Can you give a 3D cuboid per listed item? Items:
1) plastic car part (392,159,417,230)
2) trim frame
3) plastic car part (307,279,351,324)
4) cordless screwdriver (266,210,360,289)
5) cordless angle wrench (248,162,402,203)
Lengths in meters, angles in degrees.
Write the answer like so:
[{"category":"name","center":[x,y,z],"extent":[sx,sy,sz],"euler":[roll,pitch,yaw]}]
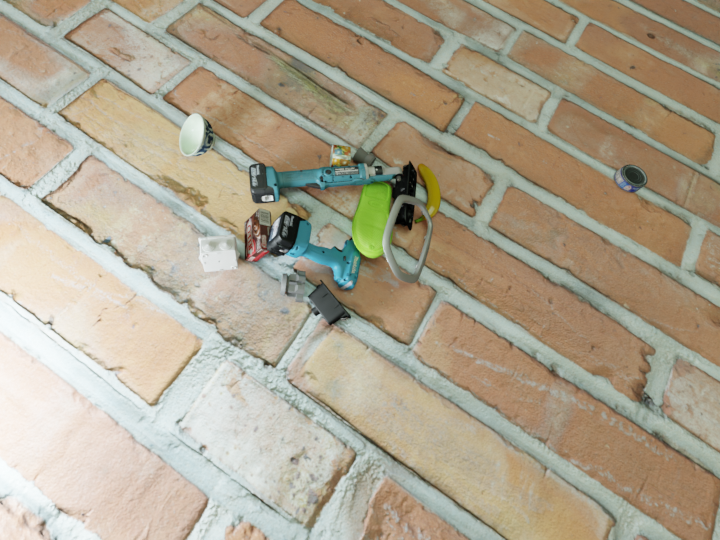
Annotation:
[{"category":"plastic car part","center":[0.122,-0.208,1.191],"extent":[0.069,0.063,0.207],"euler":[-6,63,18]},{"category":"trim frame","center":[0.128,-0.085,1.104],"extent":[0.175,0.028,0.251],"euler":[38,56,-30]},{"category":"plastic car part","center":[-0.085,0.089,1.045],"extent":[0.071,0.064,0.120],"euler":[-42,74,-7]},{"category":"cordless screwdriver","center":[-0.104,-0.068,1.066],"extent":[0.240,0.076,0.162],"euler":[27,52,-20]},{"category":"cordless angle wrench","center":[-0.092,-0.256,1.168],"extent":[0.419,0.073,0.100],"euler":[-6,69,-5]}]
